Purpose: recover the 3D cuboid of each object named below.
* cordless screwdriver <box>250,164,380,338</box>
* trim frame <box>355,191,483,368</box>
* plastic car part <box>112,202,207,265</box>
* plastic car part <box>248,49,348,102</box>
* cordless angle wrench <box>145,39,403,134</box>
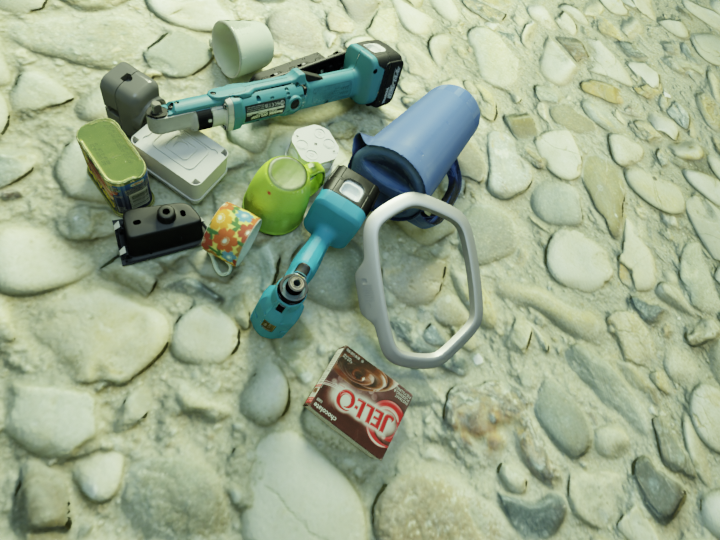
[{"bbox_3d":[-0.053,-0.035,0.542,0.074,0.160,0.249,32,60,-7],"label":"cordless screwdriver"},{"bbox_3d":[0.084,0.015,0.587,0.180,0.028,0.246,-11,96,-15],"label":"trim frame"},{"bbox_3d":[-0.255,-0.058,0.541,0.114,0.071,0.067,-16,76,-21],"label":"plastic car part"},{"bbox_3d":[-0.107,-0.324,0.710,0.199,0.065,0.069,-37,74,-27],"label":"plastic car part"},{"bbox_3d":[-0.112,-0.266,0.638,0.412,0.096,0.078,-28,63,-31],"label":"cordless angle wrench"}]
